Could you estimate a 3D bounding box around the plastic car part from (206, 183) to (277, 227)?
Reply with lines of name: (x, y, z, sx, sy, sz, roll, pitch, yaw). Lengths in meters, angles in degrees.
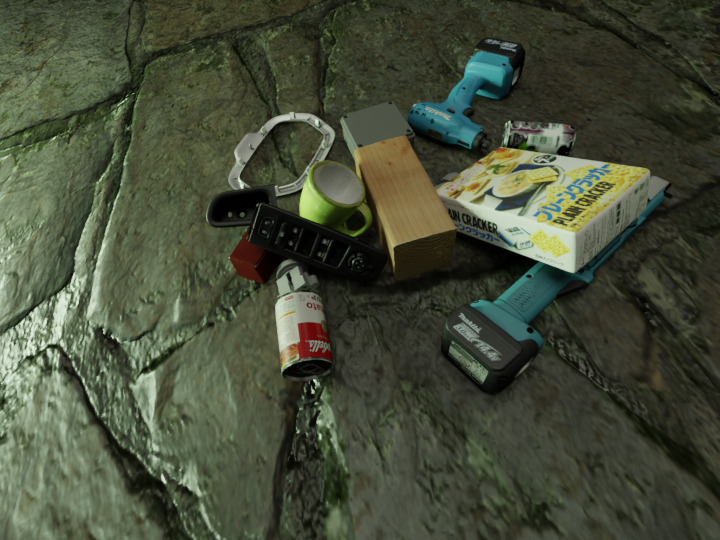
plastic car part: (-0.197, -0.101, 0.718, 0.116, 0.071, 0.066, -8, 86, -3)

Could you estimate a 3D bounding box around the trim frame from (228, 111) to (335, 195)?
trim frame: (-0.156, -0.233, 0.829, 0.191, 0.026, 0.250, 14, 61, 21)

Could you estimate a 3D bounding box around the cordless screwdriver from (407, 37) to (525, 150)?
cordless screwdriver: (0.224, -0.326, 0.792, 0.167, 0.071, 0.247, 34, 71, 28)

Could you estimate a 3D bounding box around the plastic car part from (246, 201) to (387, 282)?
plastic car part: (-0.061, -0.040, 0.628, 0.204, 0.066, 0.067, 22, 15, 2)

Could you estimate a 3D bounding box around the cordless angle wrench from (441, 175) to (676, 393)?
cordless angle wrench: (0.283, -0.012, 0.565, 0.418, 0.071, 0.103, -37, 57, -17)
